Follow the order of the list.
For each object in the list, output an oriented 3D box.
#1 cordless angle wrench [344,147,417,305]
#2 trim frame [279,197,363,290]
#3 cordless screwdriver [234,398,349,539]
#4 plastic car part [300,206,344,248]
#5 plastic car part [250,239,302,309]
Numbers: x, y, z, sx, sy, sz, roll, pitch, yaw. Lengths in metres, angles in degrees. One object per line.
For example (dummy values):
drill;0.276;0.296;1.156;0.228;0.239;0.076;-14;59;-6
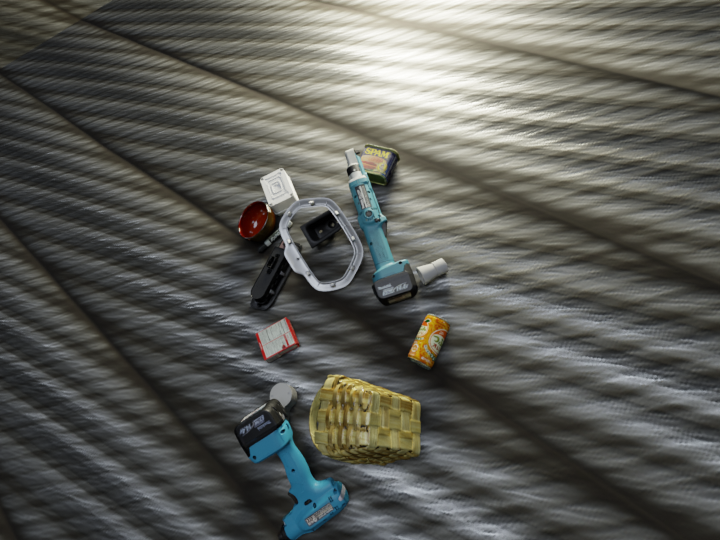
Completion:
cordless angle wrench;0.027;-0.128;1.037;0.099;0.071;0.437;-20;66;7
trim frame;-0.103;-0.067;1.051;0.186;0.027;0.252;-33;82;15
cordless screwdriver;-0.157;0.395;0.832;0.160;0.073;0.252;-39;83;5
plastic car part;-0.086;-0.115;1.093;0.118;0.070;0.066;-30;87;12
plastic car part;-0.224;0.006;1.087;0.068;0.065;0.204;20;75;16
